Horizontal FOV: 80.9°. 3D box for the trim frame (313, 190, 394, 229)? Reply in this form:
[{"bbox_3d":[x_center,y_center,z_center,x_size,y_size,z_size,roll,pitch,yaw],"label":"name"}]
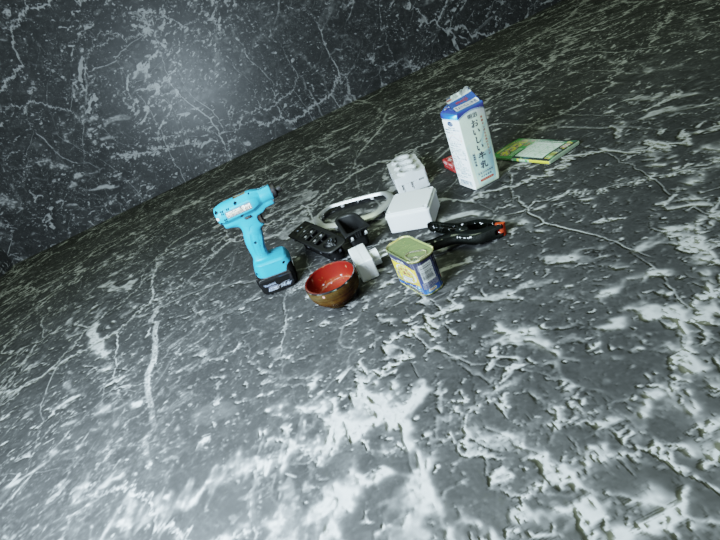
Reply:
[{"bbox_3d":[-0.021,-0.173,1.212,0.255,0.026,0.187,-14,32,20],"label":"trim frame"}]

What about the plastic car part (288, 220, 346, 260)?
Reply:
[{"bbox_3d":[-0.105,-0.068,1.071,0.065,0.064,0.214,-37,31,-21],"label":"plastic car part"}]

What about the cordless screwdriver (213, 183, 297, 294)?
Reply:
[{"bbox_3d":[-0.215,-0.075,0.989,0.159,0.239,0.077,-24,26,1],"label":"cordless screwdriver"}]

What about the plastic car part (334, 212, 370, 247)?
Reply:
[{"bbox_3d":[-0.015,-0.092,1.036,0.066,0.068,0.122,-28,29,-5],"label":"plastic car part"}]
